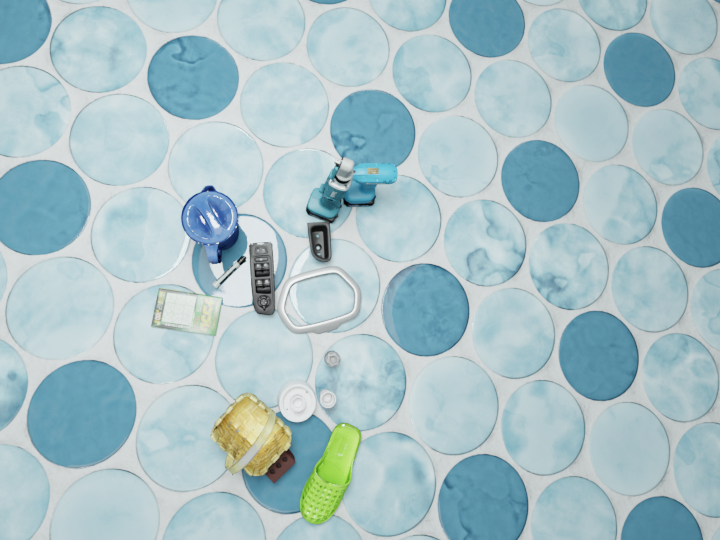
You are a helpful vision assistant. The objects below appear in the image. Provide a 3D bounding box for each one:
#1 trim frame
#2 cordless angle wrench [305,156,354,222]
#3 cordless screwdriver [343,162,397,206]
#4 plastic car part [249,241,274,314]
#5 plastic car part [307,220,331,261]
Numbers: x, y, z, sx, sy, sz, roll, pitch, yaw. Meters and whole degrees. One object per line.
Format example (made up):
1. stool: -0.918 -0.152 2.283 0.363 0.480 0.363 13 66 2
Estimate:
1. trim frame: -0.118 0.088 1.222 0.246 0.027 0.185 -15 84 -9
2. cordless angle wrench: -0.069 -0.202 1.066 0.097 0.427 0.074 21 82 -10
3. cordless screwdriver: -0.009 -0.237 1.166 0.157 0.251 0.075 -1 86 -11
4. plastic car part: -0.276 0.024 1.191 0.065 0.067 0.204 -4 83 -10
5. plastic car part: -0.119 -0.078 1.222 0.065 0.071 0.117 -4 84 -10
